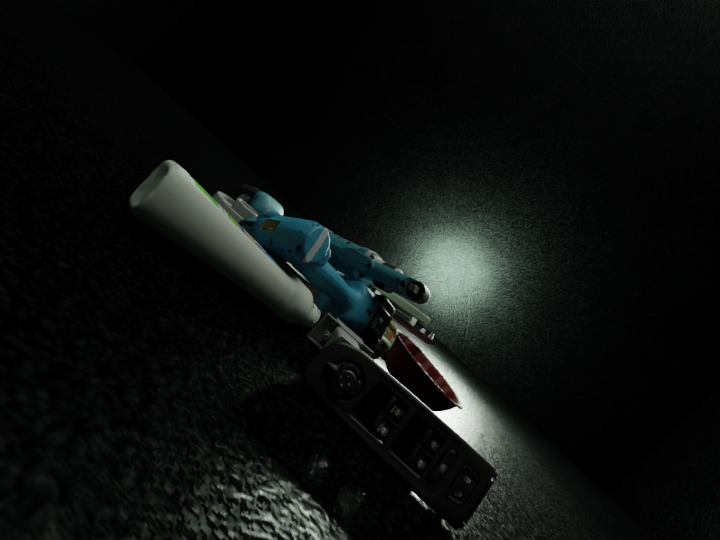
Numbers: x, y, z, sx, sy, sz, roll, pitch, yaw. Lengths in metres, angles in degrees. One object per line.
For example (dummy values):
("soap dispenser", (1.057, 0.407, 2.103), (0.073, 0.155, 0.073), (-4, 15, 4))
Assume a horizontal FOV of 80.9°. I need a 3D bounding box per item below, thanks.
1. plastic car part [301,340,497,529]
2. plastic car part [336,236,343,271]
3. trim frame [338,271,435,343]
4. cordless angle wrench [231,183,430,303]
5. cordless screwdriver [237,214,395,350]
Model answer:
("plastic car part", (0.030, 0.146, 0.413), (0.202, 0.066, 0.067), (42, -6, -2))
("plastic car part", (-0.086, -0.029, 1.007), (0.075, 0.117, 0.062), (16, -13, 31))
("trim frame", (0.035, 0.058, 0.755), (0.246, 0.027, 0.187), (35, -5, -7))
("cordless angle wrench", (-0.069, -0.045, 0.701), (0.447, 0.074, 0.092), (27, -6, 37))
("cordless screwdriver", (-0.064, 0.012, 0.597), (0.168, 0.074, 0.235), (14, -28, 42))
